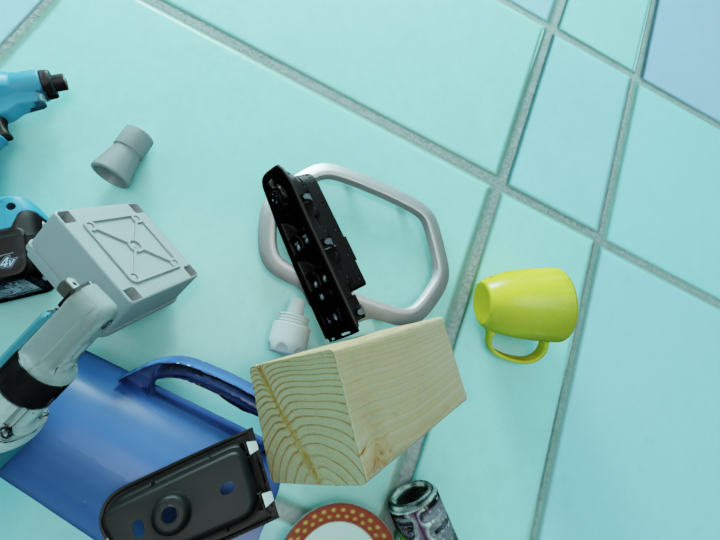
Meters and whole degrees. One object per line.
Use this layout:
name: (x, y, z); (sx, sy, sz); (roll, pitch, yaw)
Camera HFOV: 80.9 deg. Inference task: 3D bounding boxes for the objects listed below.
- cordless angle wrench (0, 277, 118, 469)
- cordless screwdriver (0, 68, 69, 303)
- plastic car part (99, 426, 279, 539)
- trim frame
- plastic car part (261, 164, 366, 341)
cordless angle wrench: (-0.315, 0.169, 0.286); (0.098, 0.074, 0.423); (45, 92, 0)
cordless screwdriver: (-0.363, -0.098, 0.432); (0.156, 0.074, 0.254); (-20, 76, -18)
plastic car part: (-0.115, 0.157, 0.282); (0.113, 0.070, 0.068); (-15, 68, -23)
trim frame: (-0.005, -0.032, 0.517); (0.245, 0.028, 0.186); (22, 70, -8)
plastic car part: (-0.045, -0.030, 0.464); (0.065, 0.067, 0.206); (-25, 82, -29)
